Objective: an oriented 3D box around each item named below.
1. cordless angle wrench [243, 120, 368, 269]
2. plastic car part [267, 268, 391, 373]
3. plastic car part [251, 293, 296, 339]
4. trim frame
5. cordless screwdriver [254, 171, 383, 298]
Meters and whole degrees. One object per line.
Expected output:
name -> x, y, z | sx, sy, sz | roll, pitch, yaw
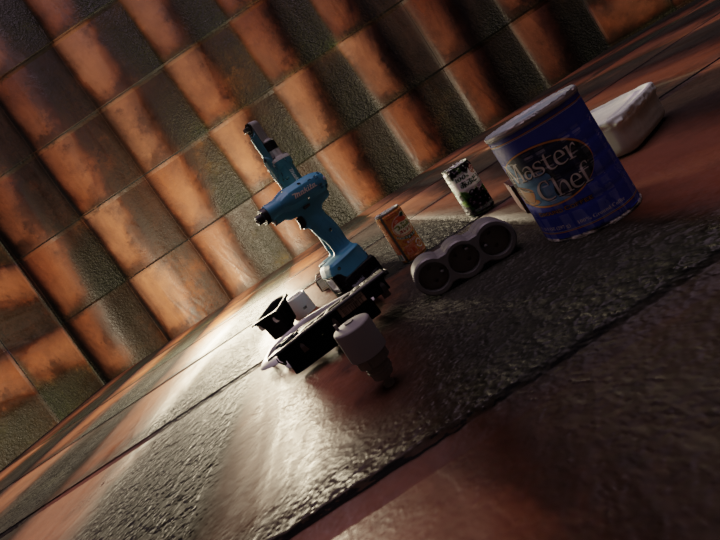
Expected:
cordless angle wrench -> -0.127, -0.154, 0.951 | 0.096, 0.420, 0.076 | -37, 5, -37
plastic car part -> -0.036, 0.076, 0.587 | 0.203, 0.066, 0.067 | -33, 7, 3
plastic car part -> -0.162, 0.099, 0.866 | 0.067, 0.070, 0.116 | -32, 9, 16
trim frame -> -0.069, 0.096, 0.709 | 0.253, 0.027, 0.183 | -29, 11, 25
cordless screwdriver -> -0.079, -0.052, 0.809 | 0.157, 0.247, 0.076 | -36, 5, -24
